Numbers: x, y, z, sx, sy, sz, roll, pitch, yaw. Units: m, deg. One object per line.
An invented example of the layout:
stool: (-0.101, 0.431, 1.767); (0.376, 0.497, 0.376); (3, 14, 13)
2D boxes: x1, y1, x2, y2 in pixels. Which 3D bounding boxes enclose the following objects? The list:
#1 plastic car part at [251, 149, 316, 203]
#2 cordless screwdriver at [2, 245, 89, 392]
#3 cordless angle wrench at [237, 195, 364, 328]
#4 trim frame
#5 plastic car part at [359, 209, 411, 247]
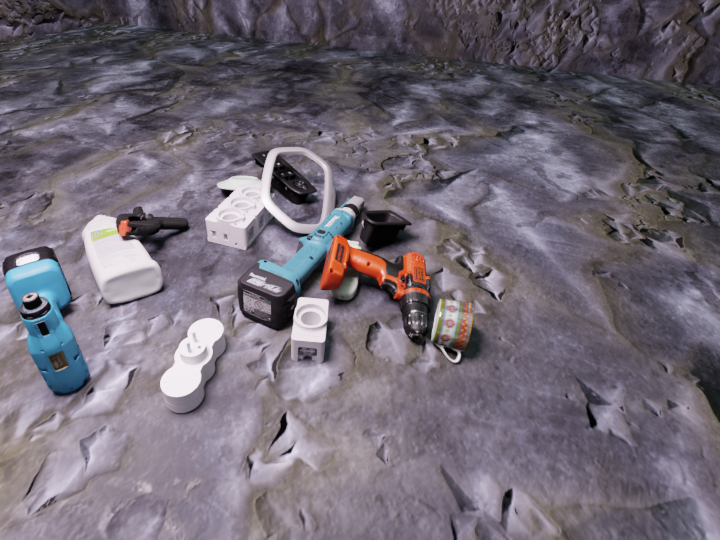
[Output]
plastic car part: (-0.191, -0.225, 1.037); (0.064, 0.066, 0.214); (-15, 44, -44)
cordless screwdriver: (-0.463, 0.043, 0.613); (0.072, 0.155, 0.263); (-22, 43, -32)
cordless angle wrench: (-0.081, -0.053, 0.830); (0.101, 0.072, 0.420); (18, 38, 16)
trim frame: (-0.135, -0.186, 0.954); (0.178, 0.028, 0.255); (15, 53, -20)
plastic car part: (0.037, -0.082, 0.868); (0.111, 0.070, 0.070); (-11, 37, -44)
